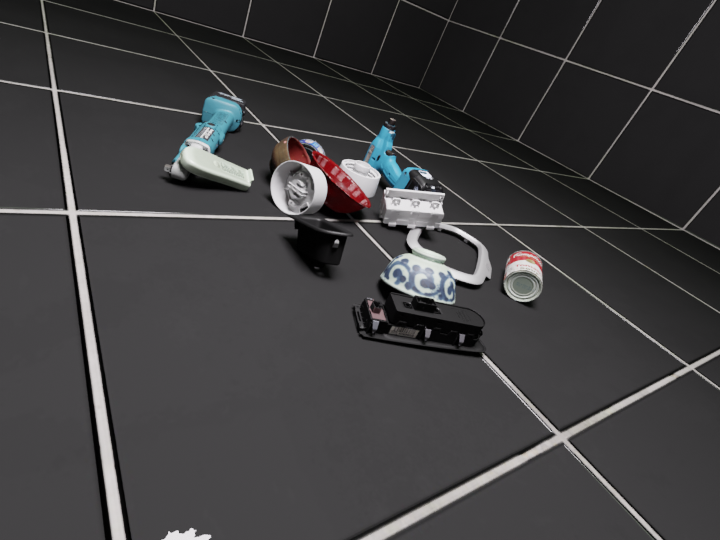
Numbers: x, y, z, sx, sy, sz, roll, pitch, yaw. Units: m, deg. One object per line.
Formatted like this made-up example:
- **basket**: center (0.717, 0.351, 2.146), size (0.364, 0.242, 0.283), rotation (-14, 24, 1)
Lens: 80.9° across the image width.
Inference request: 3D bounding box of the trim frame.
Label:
- **trim frame**: center (0.188, -0.043, 0.876), size (0.188, 0.027, 0.246), rotation (26, 28, 9)

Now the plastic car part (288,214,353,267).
- **plastic car part**: center (-0.065, -0.043, 0.667), size (0.063, 0.070, 0.123), rotation (1, 20, -33)

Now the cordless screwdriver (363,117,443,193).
- **cordless screwdriver**: center (0.099, -0.252, 1.026), size (0.071, 0.158, 0.262), rotation (0, 38, -36)

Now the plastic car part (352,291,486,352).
- **plastic car part**: center (0.094, 0.069, 0.604), size (0.197, 0.066, 0.069), rotation (15, 23, -17)

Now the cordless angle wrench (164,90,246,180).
- **cordless angle wrench**: center (-0.326, -0.289, 0.906), size (0.096, 0.074, 0.436), rotation (15, 33, -14)
